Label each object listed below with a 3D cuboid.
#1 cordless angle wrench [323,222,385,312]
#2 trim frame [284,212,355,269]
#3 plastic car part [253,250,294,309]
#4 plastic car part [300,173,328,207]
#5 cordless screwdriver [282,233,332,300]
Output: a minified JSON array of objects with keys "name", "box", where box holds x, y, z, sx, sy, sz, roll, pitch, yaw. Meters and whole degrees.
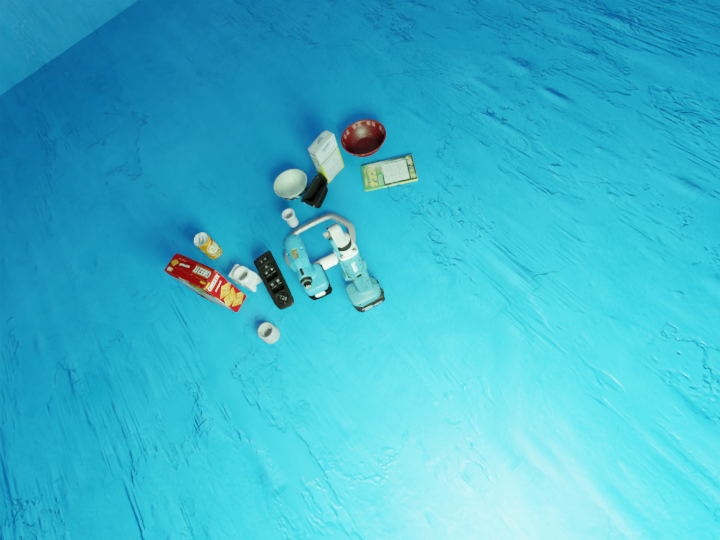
[{"name":"cordless angle wrench","box":[-0.017,-0.006,1.069,0.098,0.404,0.078,-27,62,-1]},{"name":"trim frame","box":[-0.133,-0.087,1.365,0.249,0.026,0.192,-27,60,2]},{"name":"plastic car part","box":[-0.263,0.039,1.316,0.066,0.064,0.212,-31,60,-2]},{"name":"plastic car part","box":[-0.142,-0.258,1.431,0.069,0.068,0.117,19,71,22]},{"name":"cordless screwdriver","box":[-0.142,0.018,1.191,0.074,0.238,0.166,-24,61,0]}]
